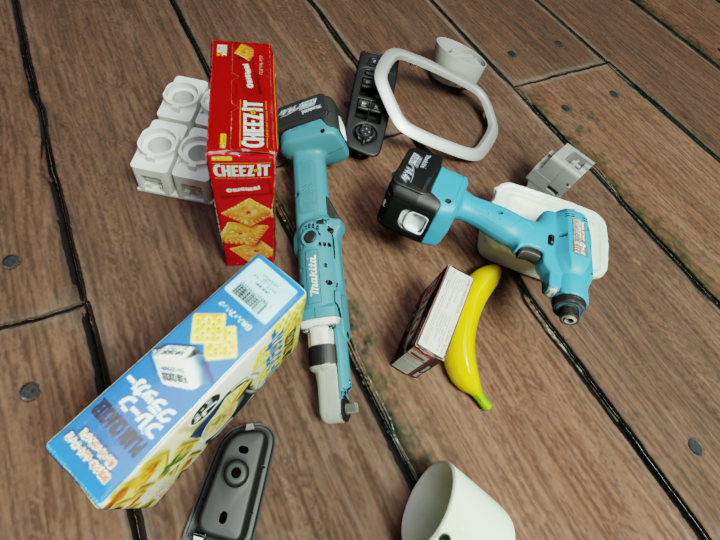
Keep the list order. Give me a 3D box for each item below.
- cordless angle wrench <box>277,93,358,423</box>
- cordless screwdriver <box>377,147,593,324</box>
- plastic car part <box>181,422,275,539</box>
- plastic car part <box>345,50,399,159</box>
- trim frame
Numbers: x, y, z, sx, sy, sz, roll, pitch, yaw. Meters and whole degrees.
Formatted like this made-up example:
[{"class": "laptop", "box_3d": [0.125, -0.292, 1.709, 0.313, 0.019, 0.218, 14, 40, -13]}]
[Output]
[{"class": "cordless angle wrench", "box_3d": [-0.052, -0.034, 0.537, 0.100, 0.071, 0.435, -14, 64, 15]}, {"class": "cordless screwdriver", "box_3d": [0.145, -0.043, 0.496, 0.252, 0.073, 0.160, 21, 50, 5]}, {"class": "plastic car part", "box_3d": [-0.119, 0.200, 0.398, 0.066, 0.070, 0.118, 15, 62, -4]}, {"class": "plastic car part", "box_3d": [0.011, -0.260, 0.682, 0.065, 0.067, 0.206, 15, 63, -11]}, {"class": "trim frame", "box_3d": [0.129, -0.272, 0.690, 0.240, 0.028, 0.187, 12, 69, -20]}]
